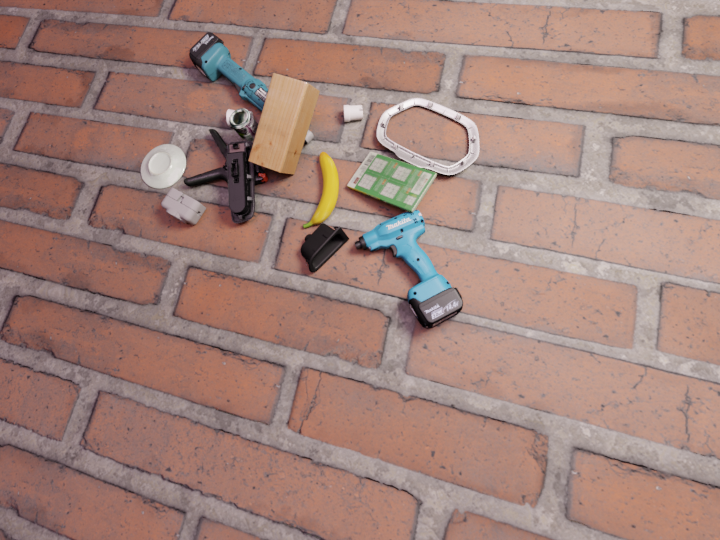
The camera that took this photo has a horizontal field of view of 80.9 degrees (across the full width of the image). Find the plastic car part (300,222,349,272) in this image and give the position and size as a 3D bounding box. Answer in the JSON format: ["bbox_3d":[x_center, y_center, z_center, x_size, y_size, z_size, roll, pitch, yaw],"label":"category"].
[{"bbox_3d":[-0.094,-0.062,0.963,0.116,0.063,0.075,-43,59,-1],"label":"plastic car part"}]

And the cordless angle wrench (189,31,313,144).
[{"bbox_3d":[-0.276,-0.465,1.101,0.436,0.072,0.098,42,86,15],"label":"cordless angle wrench"}]

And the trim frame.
[{"bbox_3d":[0.159,-0.319,0.993,0.256,0.027,0.184,32,77,15],"label":"trim frame"}]

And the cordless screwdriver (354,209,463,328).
[{"bbox_3d":[0.100,0.002,0.900,0.160,0.072,0.257,-24,68,2],"label":"cordless screwdriver"}]

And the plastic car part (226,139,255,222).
[{"bbox_3d":[-0.288,-0.216,1.008,0.066,0.067,0.204,-4,86,-2],"label":"plastic car part"}]
